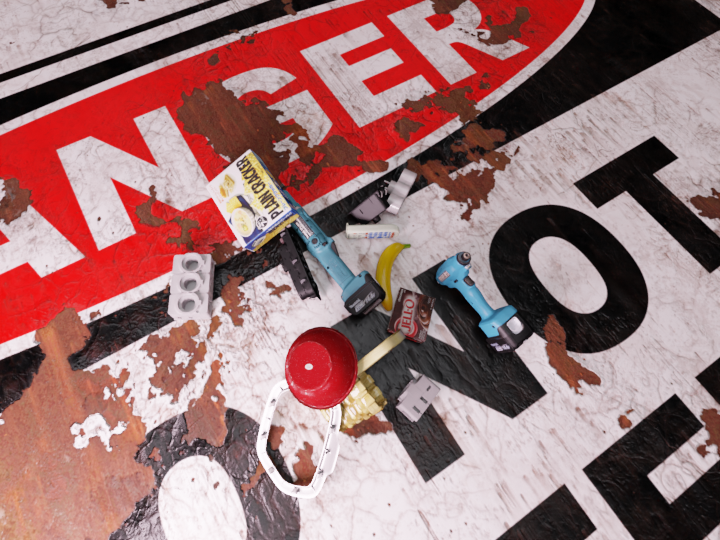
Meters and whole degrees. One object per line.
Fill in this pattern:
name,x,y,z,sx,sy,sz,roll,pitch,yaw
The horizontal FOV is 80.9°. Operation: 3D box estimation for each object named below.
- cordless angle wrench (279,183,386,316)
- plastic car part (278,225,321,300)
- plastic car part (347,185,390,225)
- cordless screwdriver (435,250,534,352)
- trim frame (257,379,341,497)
cordless angle wrench,-0.105,-0.069,1.075,0.098,0.071,0.439,-42,68,5
plastic car part,-0.159,-0.009,1.056,0.067,0.064,0.210,-29,70,-5
plastic car part,0.032,-0.161,1.117,0.071,0.118,0.065,52,30,1
cordless screwdriver,0.288,0.067,0.985,0.073,0.157,0.256,-35,75,-18
trim frame,-0.127,0.339,0.863,0.192,0.026,0.248,18,93,24
